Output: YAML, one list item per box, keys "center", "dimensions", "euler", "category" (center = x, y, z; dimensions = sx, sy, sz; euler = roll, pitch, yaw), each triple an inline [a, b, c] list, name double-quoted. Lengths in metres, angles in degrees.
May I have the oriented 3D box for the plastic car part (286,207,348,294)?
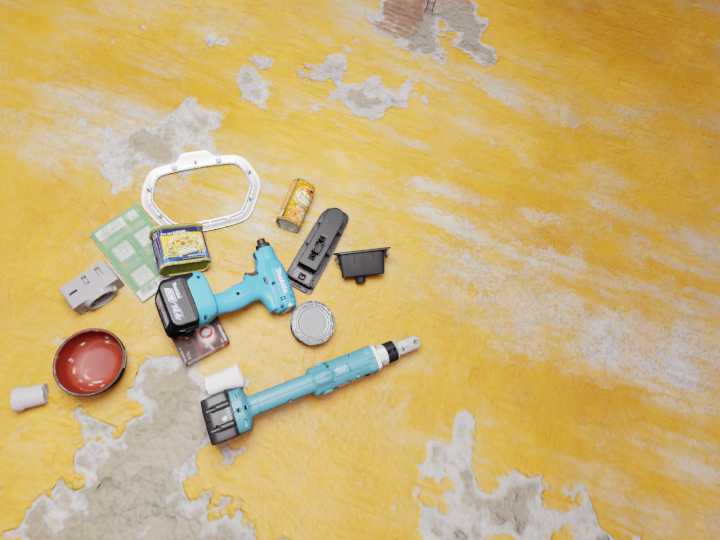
- center: [-0.086, -0.056, 0.882]
  dimensions: [0.067, 0.066, 0.203]
  euler: [25, 65, 5]
  category: "plastic car part"

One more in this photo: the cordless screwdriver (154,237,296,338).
- center: [-0.251, 0.025, 0.789]
  dimensions: [0.239, 0.075, 0.164]
  euler: [-12, 68, -34]
  category: "cordless screwdriver"

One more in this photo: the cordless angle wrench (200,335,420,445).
- center: [-0.071, 0.198, 0.773]
  dimensions: [0.413, 0.097, 0.076]
  euler: [-17, 73, -19]
  category: "cordless angle wrench"

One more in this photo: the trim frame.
- center: [-0.337, -0.171, 0.900]
  dimensions: [0.244, 0.027, 0.189]
  euler: [-14, 72, -12]
  category: "trim frame"

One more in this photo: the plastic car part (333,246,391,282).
- center: [0.003, -0.010, 0.882]
  dimensions: [0.115, 0.067, 0.071]
  euler: [-10, 88, -10]
  category: "plastic car part"
